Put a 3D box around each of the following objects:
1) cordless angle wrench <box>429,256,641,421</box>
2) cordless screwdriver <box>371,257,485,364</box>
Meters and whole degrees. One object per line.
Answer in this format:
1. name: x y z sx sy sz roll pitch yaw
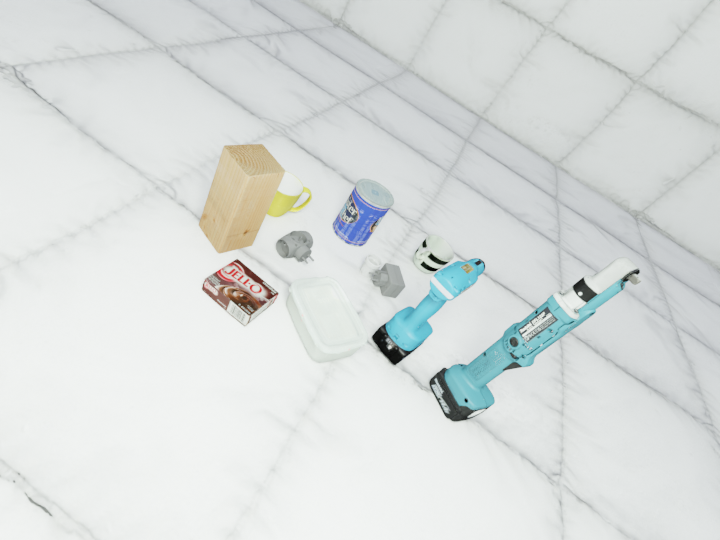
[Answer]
1. cordless angle wrench: 0.276 0.122 0.714 0.071 0.423 0.102 3 48 -35
2. cordless screwdriver: 0.137 0.071 0.820 0.154 0.249 0.077 -22 65 -47
